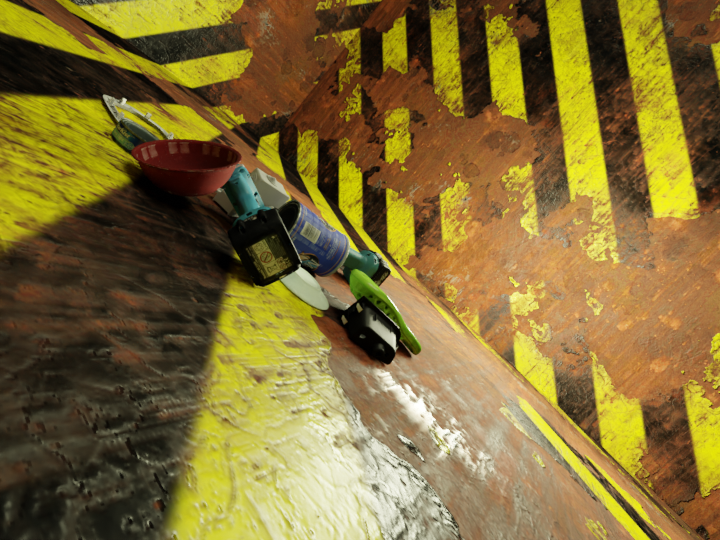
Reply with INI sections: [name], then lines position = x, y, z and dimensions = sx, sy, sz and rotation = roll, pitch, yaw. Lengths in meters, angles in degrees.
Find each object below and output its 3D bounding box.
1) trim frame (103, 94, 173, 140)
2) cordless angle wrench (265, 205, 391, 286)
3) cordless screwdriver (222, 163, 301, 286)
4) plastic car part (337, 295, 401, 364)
[trim frame]
position = -0.433, -0.289, 0.872
dimensions = 0.262, 0.027, 0.174
rotation = 44, 8, 36
[cordless angle wrench]
position = -0.095, -0.062, 0.971
dimensions = 0.400, 0.098, 0.078
rotation = 29, 18, -39
[cordless screwdriver]
position = -0.161, -0.063, 0.679
dimensions = 0.262, 0.074, 0.152
rotation = 53, -12, 53
[plastic car part]
position = 0.023, 0.111, 0.707
dimensions = 0.113, 0.066, 0.072
rotation = 42, 23, -14
